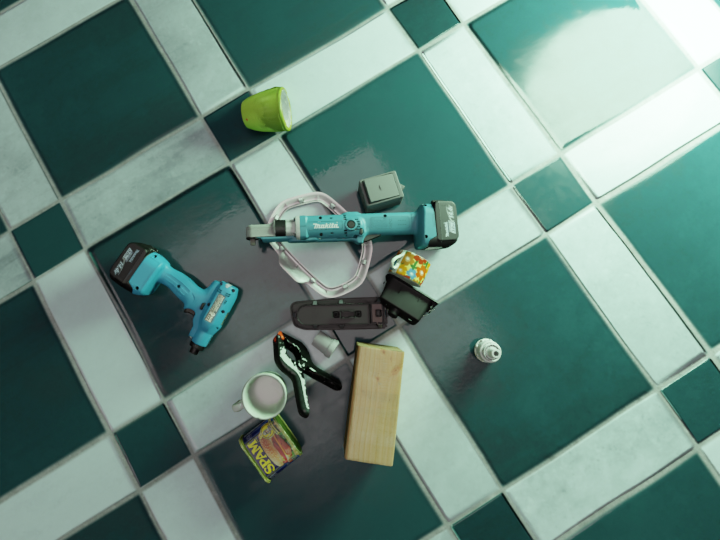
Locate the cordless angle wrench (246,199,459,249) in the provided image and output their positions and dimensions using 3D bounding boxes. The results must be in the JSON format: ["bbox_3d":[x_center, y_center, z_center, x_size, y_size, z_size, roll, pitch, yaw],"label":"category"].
[{"bbox_3d":[-0.021,-0.087,0.863,0.420,0.074,0.099,-2,82,-4],"label":"cordless angle wrench"}]

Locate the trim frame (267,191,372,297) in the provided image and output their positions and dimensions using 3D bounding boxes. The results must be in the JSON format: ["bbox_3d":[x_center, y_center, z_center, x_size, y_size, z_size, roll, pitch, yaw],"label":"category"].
[{"bbox_3d":[-0.089,-0.058,0.906,0.184,0.027,0.251,-44,85,-3],"label":"trim frame"}]

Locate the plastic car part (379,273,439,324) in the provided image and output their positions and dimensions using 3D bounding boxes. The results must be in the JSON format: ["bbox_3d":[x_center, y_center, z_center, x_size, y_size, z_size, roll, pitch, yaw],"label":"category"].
[{"bbox_3d":[0.086,0.068,0.853,0.118,0.065,0.071,30,64,6],"label":"plastic car part"}]

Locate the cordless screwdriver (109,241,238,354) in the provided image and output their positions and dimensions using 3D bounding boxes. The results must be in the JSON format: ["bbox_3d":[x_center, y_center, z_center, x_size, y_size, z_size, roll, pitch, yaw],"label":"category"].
[{"bbox_3d":[-0.396,0.054,0.880,0.249,0.074,0.159,27,84,1],"label":"cordless screwdriver"}]

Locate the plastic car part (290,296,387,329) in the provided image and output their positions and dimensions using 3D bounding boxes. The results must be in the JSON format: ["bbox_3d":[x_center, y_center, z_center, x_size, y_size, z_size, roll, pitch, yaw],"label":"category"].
[{"bbox_3d":[-0.046,0.092,0.868,0.204,0.066,0.066,-2,91,4],"label":"plastic car part"}]
